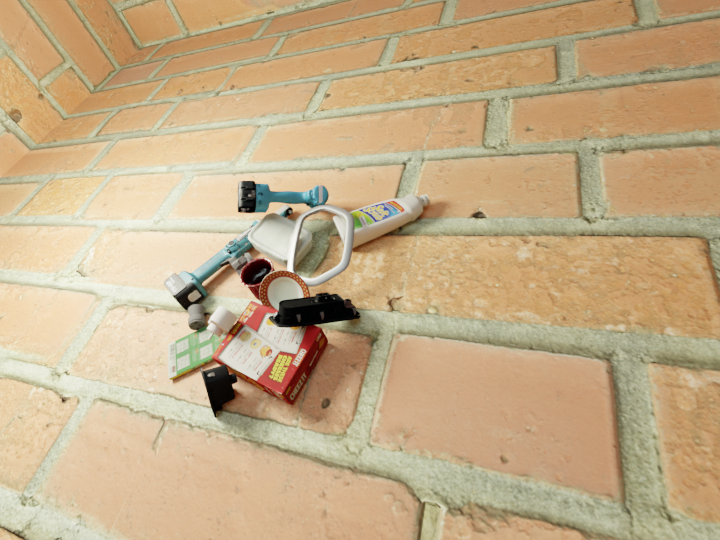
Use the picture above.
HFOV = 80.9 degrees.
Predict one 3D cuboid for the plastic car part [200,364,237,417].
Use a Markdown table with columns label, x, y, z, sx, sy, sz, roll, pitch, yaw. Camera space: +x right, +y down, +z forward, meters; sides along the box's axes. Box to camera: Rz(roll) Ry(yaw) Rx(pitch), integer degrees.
| label | x | y | z | sx | sy | sz | roll | pitch | yaw |
| --- | --- | --- | --- | --- | --- | --- | --- | --- | --- |
| plastic car part | -0.304 | 0.251 | 0.921 | 0.069 | 0.113 | 0.070 | -15 | 43 | -26 |

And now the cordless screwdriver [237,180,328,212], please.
| label | x | y | z | sx | sy | sz | roll | pitch | yaw |
| --- | --- | --- | --- | --- | --- | --- | --- | --- | --- |
| cordless screwdriver | -0.220 | -0.199 | 1.191 | 0.245 | 0.160 | 0.075 | -1 | 86 | -9 |

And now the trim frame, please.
| label | x | y | z | sx | sy | sz | roll | pitch | yaw |
| --- | --- | --- | --- | --- | --- | --- | --- | --- | --- |
| trim frame | -0.105 | -0.069 | 1.074 | 0.189 | 0.026 | 0.254 | -5 | 59 | 18 |

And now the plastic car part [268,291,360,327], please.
| label | x | y | z | sx | sy | sz | roll | pitch | yaw |
| --- | --- | --- | --- | --- | --- | --- | --- | --- | --- |
| plastic car part | -0.100 | 0.086 | 0.933 | 0.197 | 0.065 | 0.070 | -9 | 30 | -23 |

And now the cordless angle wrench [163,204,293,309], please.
| label | x | y | z | sx | sy | sz | roll | pitch | yaw |
| --- | --- | --- | --- | --- | --- | --- | --- | --- | --- |
| cordless angle wrench | -0.364 | -0.059 | 1.227 | 0.419 | 0.071 | 0.104 | -42 | 49 | -17 |
